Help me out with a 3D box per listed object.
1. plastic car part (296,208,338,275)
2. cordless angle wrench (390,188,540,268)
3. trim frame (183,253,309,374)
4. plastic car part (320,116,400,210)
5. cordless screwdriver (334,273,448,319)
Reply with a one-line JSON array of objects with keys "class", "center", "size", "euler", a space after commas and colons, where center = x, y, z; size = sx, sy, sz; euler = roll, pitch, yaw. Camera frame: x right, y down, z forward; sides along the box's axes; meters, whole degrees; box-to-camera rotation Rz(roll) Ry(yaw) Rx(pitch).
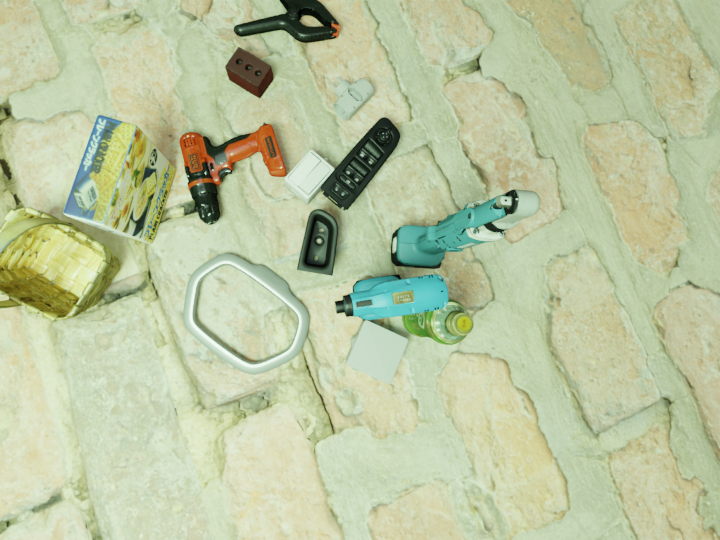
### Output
[{"class": "plastic car part", "center": [-0.078, -0.051, 0.794], "size": [0.065, 0.071, 0.117], "euler": [10, 83, -5]}, {"class": "cordless angle wrench", "center": [0.138, -0.055, 0.631], "size": [0.097, 0.424, 0.075], "euler": [5, 85, -8]}, {"class": "trim frame", "center": [-0.214, 0.079, 0.791], "size": [0.249, 0.027, 0.184], "euler": [35, 82, 2]}, {"class": "plastic car part", "center": [0.004, -0.206, 0.822], "size": [0.066, 0.067, 0.202], "euler": [38, 82, -1]}, {"class": "cordless screwdriver", "center": [0.026, 0.047, 0.698], "size": [0.158, 0.249, 0.075], "euler": [-8, 87, -8]}]
